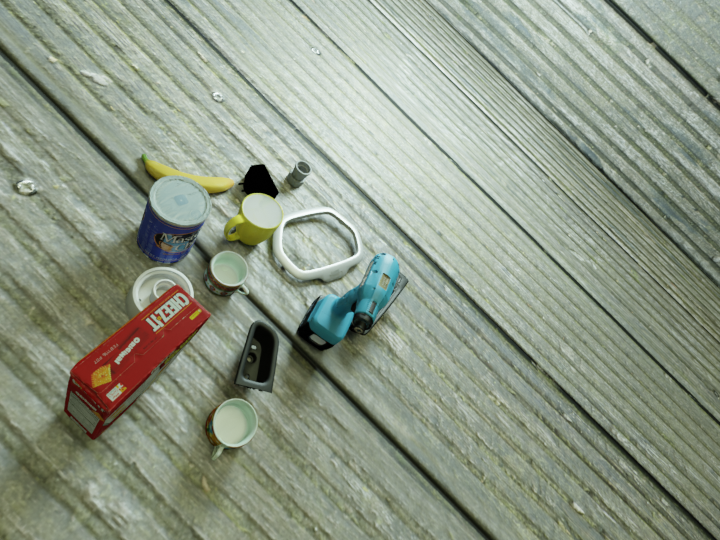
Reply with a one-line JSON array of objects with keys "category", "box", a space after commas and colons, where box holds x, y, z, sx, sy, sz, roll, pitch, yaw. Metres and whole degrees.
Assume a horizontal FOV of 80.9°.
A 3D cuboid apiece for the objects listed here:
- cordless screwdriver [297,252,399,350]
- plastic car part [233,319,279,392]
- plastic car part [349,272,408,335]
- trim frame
[{"category": "cordless screwdriver", "box": [-0.031, 0.081, 0.770, 0.073, 0.252, 0.160, 37, 48, -12]}, {"category": "plastic car part", "box": [-0.186, 0.155, 0.742, 0.063, 0.072, 0.119, 21, 51, -23]}, {"category": "plastic car part", "box": [0.028, 0.068, 0.943, 0.066, 0.068, 0.201, 44, 47, -3]}, {"category": "trim frame", "box": [-0.096, -0.063, 0.978, 0.239, 0.028, 0.189, -18, 72, -40]}]
